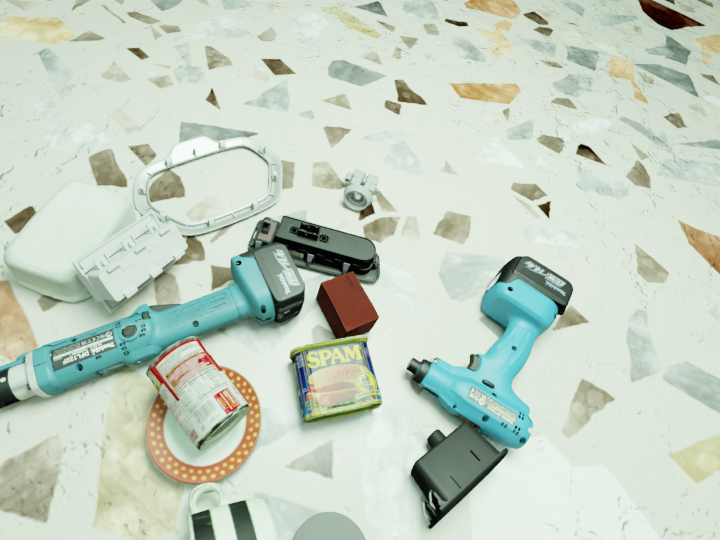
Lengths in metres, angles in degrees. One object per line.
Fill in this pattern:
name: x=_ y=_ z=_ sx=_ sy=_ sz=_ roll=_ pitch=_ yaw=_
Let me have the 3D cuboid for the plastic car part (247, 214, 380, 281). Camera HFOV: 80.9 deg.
plastic car part: x=-0.062 y=-0.040 z=0.632 sx=0.203 sy=0.066 sz=0.067 roll=18 pitch=50 yaw=-1

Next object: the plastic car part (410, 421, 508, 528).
plastic car part: x=0.104 y=0.224 z=0.491 sx=0.114 sy=0.064 sz=0.075 roll=-30 pitch=54 yaw=-29

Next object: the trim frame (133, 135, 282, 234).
trim frame: x=-0.243 y=-0.149 z=0.691 sx=0.243 sy=0.027 sz=0.192 roll=-27 pitch=64 yaw=-21

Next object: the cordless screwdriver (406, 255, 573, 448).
cordless screwdriver: x=0.179 y=0.087 z=0.579 sx=0.163 sy=0.073 sz=0.248 roll=29 pitch=62 yaw=9

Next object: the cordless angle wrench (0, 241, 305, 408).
cordless angle wrench: x=-0.274 y=0.080 z=0.517 sx=0.414 sy=0.073 sz=0.102 roll=-22 pitch=65 yaw=-18
